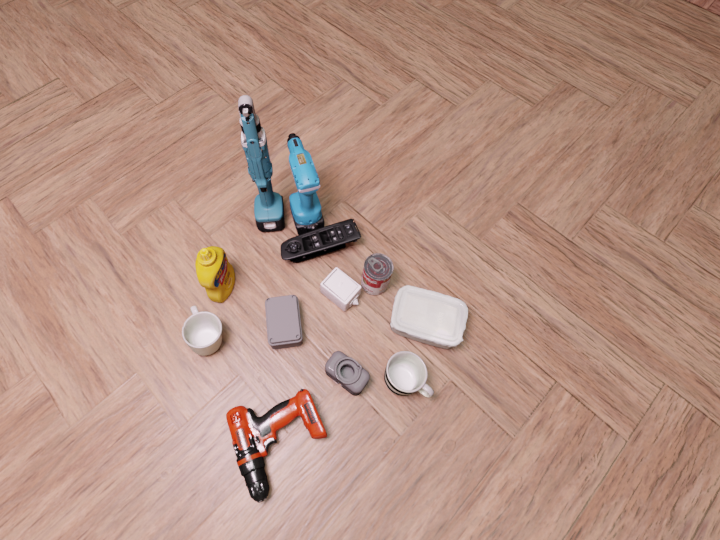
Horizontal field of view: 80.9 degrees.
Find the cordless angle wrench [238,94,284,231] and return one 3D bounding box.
[{"bbox_3d":[-0.225,-0.226,0.951,0.074,0.413,0.101,-4,66,-6],"label":"cordless angle wrench"}]

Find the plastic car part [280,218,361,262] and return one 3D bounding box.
[{"bbox_3d":[-0.104,-0.068,1.063,0.201,0.065,0.069,-16,66,-8],"label":"plastic car part"}]

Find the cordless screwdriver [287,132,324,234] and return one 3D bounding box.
[{"bbox_3d":[-0.141,-0.204,1.033,0.073,0.243,0.165,-15,67,-11],"label":"cordless screwdriver"}]
